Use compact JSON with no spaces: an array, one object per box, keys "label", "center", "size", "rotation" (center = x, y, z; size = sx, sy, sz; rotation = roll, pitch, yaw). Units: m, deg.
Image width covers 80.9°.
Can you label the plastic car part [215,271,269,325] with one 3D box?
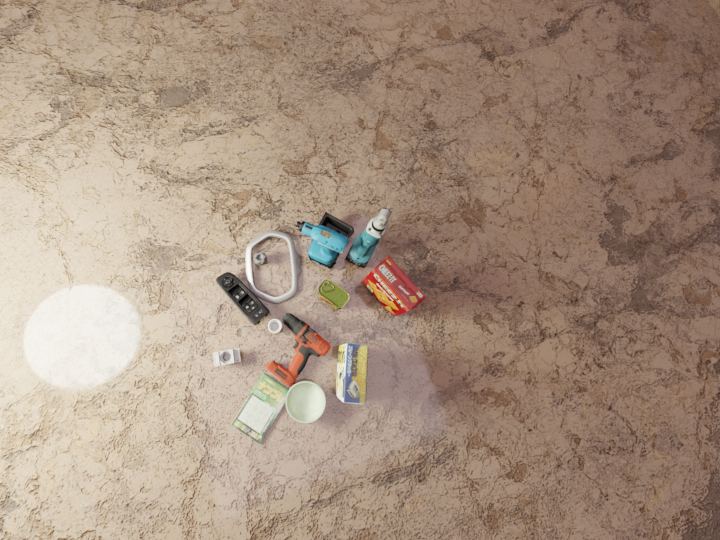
[{"label":"plastic car part","center":[-0.381,0.087,1.363],"size":[0.066,0.066,0.206],"rotation":[-43,82,-14]}]

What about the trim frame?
[{"label":"trim frame","center":[-0.291,-0.015,1.416],"size":[0.183,0.027,0.253],"rotation":[-7,76,-5]}]

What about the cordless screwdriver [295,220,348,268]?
[{"label":"cordless screwdriver","center":[-0.130,-0.085,1.331],"size":[0.160,0.247,0.074],"rotation":[25,76,-1]}]

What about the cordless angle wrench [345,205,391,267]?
[{"label":"cordless angle wrench","center":[0.030,-0.098,1.255],"size":[0.074,0.421,0.098],"rotation":[27,76,-3]}]

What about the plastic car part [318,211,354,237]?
[{"label":"plastic car part","center":[-0.084,-0.137,1.439],"size":[0.117,0.070,0.066],"rotation":[28,76,2]}]
